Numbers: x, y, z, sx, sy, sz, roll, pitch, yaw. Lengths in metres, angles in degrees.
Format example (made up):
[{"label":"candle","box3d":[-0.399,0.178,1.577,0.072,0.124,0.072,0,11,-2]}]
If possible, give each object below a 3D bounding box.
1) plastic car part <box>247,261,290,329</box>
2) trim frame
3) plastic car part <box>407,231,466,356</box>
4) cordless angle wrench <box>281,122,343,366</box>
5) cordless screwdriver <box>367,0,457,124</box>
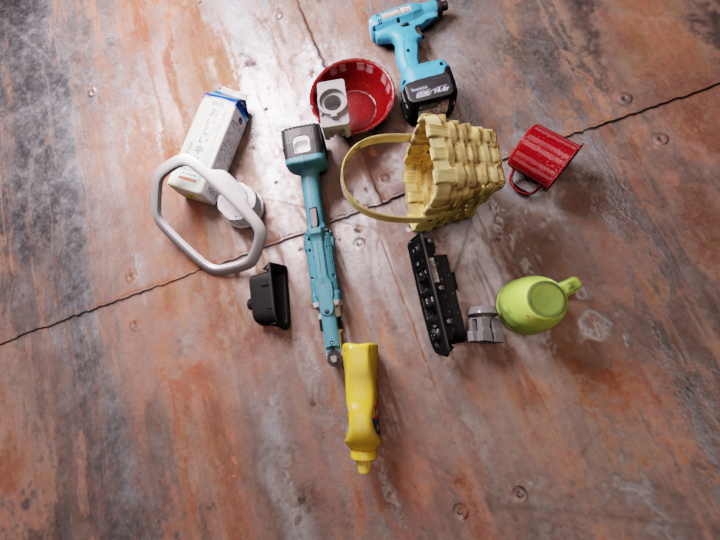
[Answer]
[{"label":"plastic car part","box3d":[-0.169,0.049,0.754,0.073,0.063,0.118,-8,79,21]},{"label":"trim frame","box3d":[-0.280,-0.097,0.770,0.248,0.027,0.186,45,115,0]},{"label":"plastic car part","box3d":[0.130,0.040,0.708,0.065,0.067,0.207,-1,73,-20]},{"label":"cordless angle wrench","box3d":[-0.073,-0.048,0.749,0.075,0.096,0.429,-10,79,4]},{"label":"cordless screwdriver","box3d":[0.123,-0.412,0.810,0.160,0.072,0.255,-17,71,4]}]
